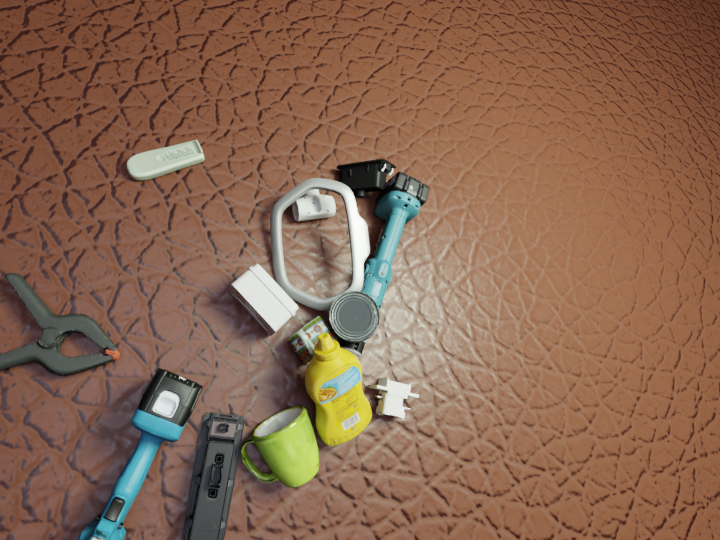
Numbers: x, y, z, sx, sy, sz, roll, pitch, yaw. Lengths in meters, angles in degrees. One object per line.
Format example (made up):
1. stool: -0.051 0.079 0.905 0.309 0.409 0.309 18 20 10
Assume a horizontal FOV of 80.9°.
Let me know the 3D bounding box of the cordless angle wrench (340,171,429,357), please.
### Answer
1. cordless angle wrench: 0.030 0.008 0.810 0.073 0.099 0.426 25 69 -14

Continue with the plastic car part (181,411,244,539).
1. plastic car part: -0.219 0.325 0.634 0.064 0.068 0.206 14 70 -22

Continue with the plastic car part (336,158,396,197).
1. plastic car part: 0.008 -0.187 0.877 0.063 0.121 0.071 9 80 -58

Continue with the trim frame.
1. trim frame: -0.077 -0.050 0.787 0.187 0.027 0.251 -7 83 10

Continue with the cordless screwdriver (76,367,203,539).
1. cordless screwdriver: -0.304 0.265 0.576 0.073 0.160 0.251 25 64 -12
